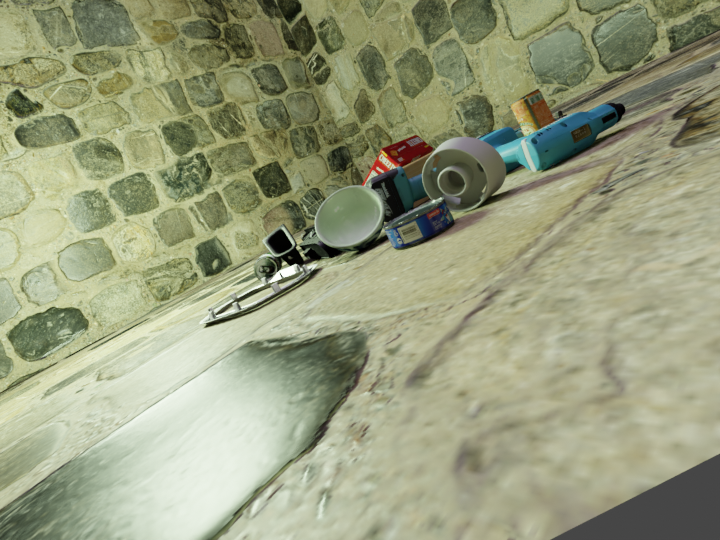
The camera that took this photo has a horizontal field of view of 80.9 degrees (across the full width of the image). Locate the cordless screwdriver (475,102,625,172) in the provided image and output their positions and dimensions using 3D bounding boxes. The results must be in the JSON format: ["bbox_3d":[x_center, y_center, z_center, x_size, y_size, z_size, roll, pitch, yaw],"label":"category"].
[{"bbox_3d":[0.270,-0.204,0.683,0.158,0.073,0.255,-28,14,-10],"label":"cordless screwdriver"}]

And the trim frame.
[{"bbox_3d":[-0.182,0.038,0.744,0.256,0.027,0.180,-21,11,40],"label":"trim frame"}]

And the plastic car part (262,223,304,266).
[{"bbox_3d":[-0.165,-0.044,0.959,0.066,0.067,0.123,-40,40,-3],"label":"plastic car part"}]

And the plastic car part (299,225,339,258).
[{"bbox_3d":[-0.084,-0.055,0.859,0.066,0.065,0.209,-40,14,-20],"label":"plastic car part"}]

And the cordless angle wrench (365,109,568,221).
[{"bbox_3d":[0.220,-0.214,0.838,0.423,0.097,0.075,-23,6,-1],"label":"cordless angle wrench"}]
